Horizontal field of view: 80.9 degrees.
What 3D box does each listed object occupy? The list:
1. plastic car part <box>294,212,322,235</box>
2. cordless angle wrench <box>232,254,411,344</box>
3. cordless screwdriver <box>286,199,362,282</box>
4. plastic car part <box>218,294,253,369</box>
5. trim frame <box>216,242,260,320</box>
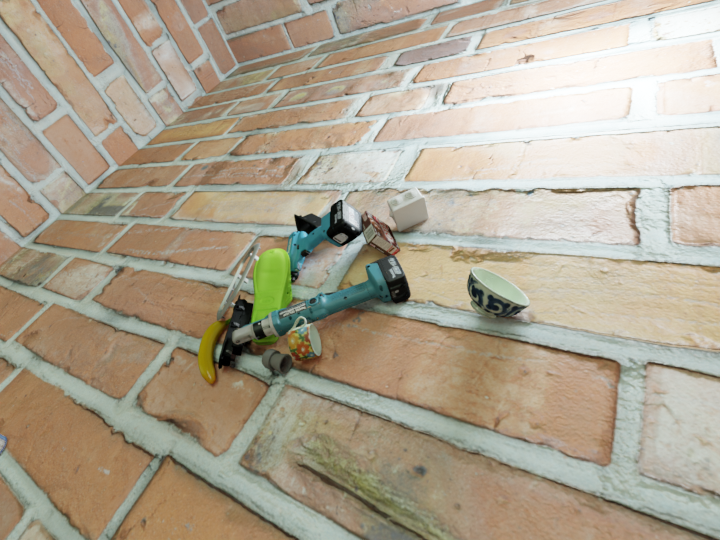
[{"bbox_3d":[-0.136,-0.137,1.268,0.069,0.063,0.123,-34,41,-31],"label":"plastic car part"},{"bbox_3d":[-0.100,0.086,0.972,0.424,0.071,0.102,-21,39,3],"label":"cordless angle wrench"},{"bbox_3d":[-0.110,-0.072,1.120,0.255,0.070,0.163,-27,45,36],"label":"cordless screwdriver"},{"bbox_3d":[-0.305,0.145,1.054,0.066,0.065,0.210,3,44,-7],"label":"plastic car part"},{"bbox_3d":[-0.328,0.027,1.147,0.187,0.026,0.253,-37,31,45],"label":"trim frame"}]
